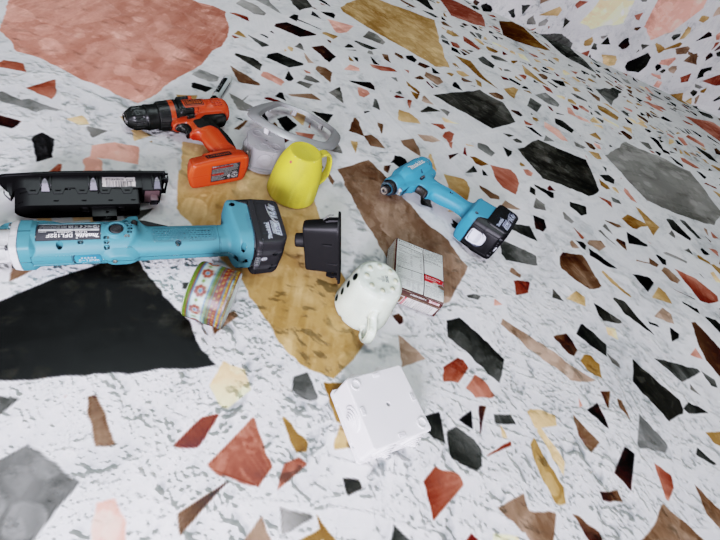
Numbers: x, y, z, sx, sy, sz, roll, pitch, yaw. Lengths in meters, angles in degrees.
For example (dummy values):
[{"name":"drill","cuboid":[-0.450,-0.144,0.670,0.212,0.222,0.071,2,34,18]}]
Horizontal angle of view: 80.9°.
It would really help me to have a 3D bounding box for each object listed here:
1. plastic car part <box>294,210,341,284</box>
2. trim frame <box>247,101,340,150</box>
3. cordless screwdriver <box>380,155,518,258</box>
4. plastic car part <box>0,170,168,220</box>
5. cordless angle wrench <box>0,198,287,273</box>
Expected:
[{"name":"plastic car part","cuboid":[-0.061,-0.040,0.628,0.071,0.112,0.068,-1,49,2]},{"name":"trim frame","cuboid":[-0.127,-0.283,0.819,0.183,0.027,0.252,23,29,-6]},{"name":"cordless screwdriver","cuboid":[0.164,-0.124,0.821,0.257,0.073,0.155,40,47,18]},{"name":"plastic car part","cuboid":[-0.371,-0.100,0.577,0.195,0.068,0.068,-2,79,-27]},{"name":"cordless angle wrench","cuboid":[-0.308,-0.038,0.540,0.409,0.074,0.102,-4,54,-24]}]
